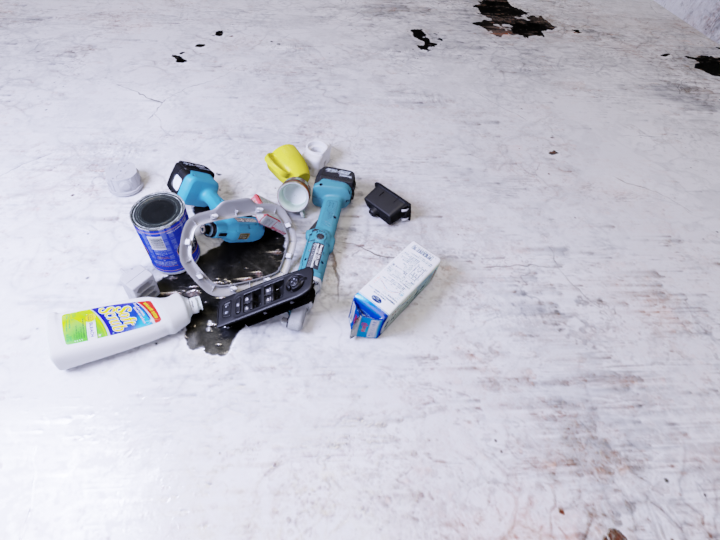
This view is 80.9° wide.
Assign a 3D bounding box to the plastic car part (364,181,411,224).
[{"bbox_3d":[0.056,-0.152,1.011,0.070,0.063,0.122,-42,61,-17],"label":"plastic car part"}]

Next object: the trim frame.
[{"bbox_3d":[-0.231,-0.049,0.833,0.239,0.029,0.183,-13,94,-32],"label":"trim frame"}]

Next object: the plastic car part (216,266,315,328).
[{"bbox_3d":[-0.166,0.059,0.779,0.206,0.064,0.069,-24,38,16],"label":"plastic car part"}]

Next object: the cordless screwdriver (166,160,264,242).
[{"bbox_3d":[-0.337,-0.146,0.921,0.260,0.074,0.152,41,22,24],"label":"cordless screwdriver"}]

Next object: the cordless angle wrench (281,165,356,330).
[{"bbox_3d":[-0.089,-0.058,0.912,0.099,0.072,0.431,10,52,2],"label":"cordless angle wrench"}]
